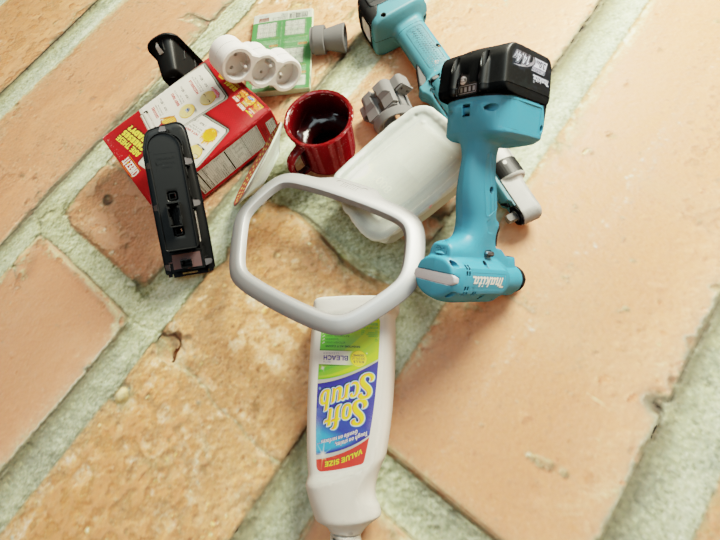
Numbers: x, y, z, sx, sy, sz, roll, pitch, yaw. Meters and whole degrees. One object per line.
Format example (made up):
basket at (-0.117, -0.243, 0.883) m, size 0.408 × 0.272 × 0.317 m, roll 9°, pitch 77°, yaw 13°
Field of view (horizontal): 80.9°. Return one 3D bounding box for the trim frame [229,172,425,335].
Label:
trim frame at (-0.048, -0.031, 0.489) m, size 0.260 × 0.026 × 0.184 m, roll 21°, pitch 75°, yaw 27°

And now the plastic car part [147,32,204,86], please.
plastic car part at (-0.294, -0.320, 0.682) m, size 0.066 × 0.116 × 0.071 m, roll -13°, pitch 93°, yaw 3°

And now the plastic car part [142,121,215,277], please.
plastic car part at (-0.241, -0.090, 0.545) m, size 0.066 × 0.068 × 0.201 m, roll -9°, pitch 95°, yaw -6°

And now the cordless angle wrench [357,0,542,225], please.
cordless angle wrench at (0.121, -0.244, 0.583) m, size 0.098 × 0.072 × 0.438 m, roll -25°, pitch 68°, yaw 0°

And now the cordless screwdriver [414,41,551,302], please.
cordless screwdriver at (0.140, -0.090, 0.441) m, size 0.078 × 0.151 × 0.248 m, roll 12°, pitch 96°, yaw 50°
